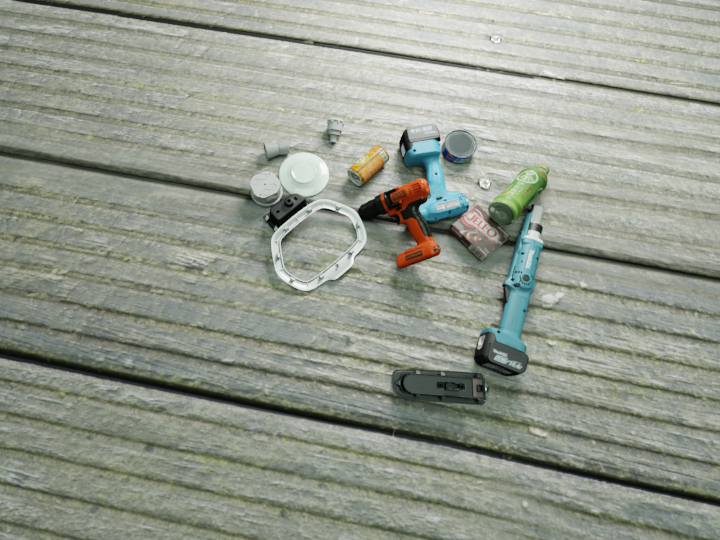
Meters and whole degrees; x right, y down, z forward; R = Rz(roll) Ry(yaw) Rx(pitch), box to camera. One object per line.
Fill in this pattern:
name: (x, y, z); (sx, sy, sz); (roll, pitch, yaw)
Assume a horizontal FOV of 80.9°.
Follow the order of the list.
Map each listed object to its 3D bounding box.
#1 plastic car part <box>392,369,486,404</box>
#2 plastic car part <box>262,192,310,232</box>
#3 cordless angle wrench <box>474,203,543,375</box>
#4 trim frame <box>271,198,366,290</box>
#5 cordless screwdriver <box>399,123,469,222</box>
plastic car part: (0.171, 0.249, 0.903); (0.204, 0.066, 0.067); (3, 79, 3)
plastic car part: (-0.179, -0.151, 1.036); (0.116, 0.070, 0.067); (-39, 79, -10)
cordless angle wrench: (0.368, 0.026, 0.977); (0.099, 0.073, 0.425); (20, 70, 4)
trim frame: (-0.100, -0.065, 1.018); (0.246, 0.027, 0.185); (-40, 86, -15)
cordless screwdriver: (0.156, -0.239, 1.068); (0.158, 0.073, 0.254); (-15, 75, -5)
